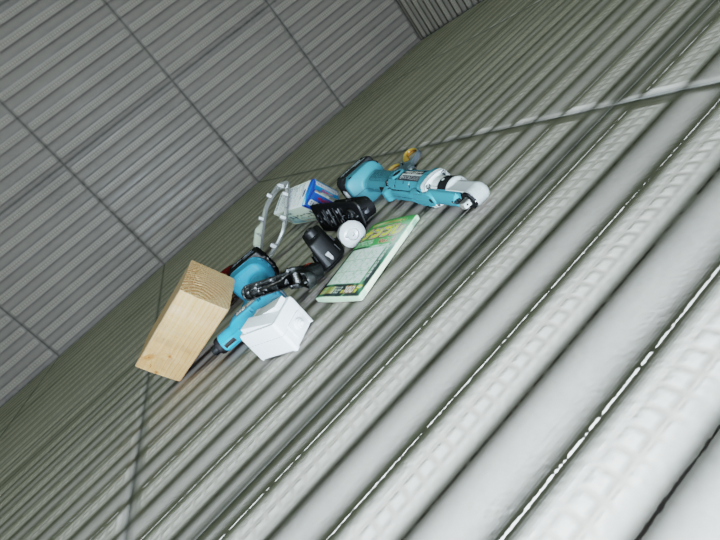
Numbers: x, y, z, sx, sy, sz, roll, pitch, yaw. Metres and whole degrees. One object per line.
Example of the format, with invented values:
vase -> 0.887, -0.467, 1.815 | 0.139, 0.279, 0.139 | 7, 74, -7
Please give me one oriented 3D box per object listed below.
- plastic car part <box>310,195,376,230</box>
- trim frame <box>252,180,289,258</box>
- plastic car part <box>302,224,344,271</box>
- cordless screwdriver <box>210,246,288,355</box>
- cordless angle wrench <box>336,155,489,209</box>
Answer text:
plastic car part -> -0.030, -0.115, 0.848 | 0.066, 0.065, 0.211 | -27, 17, -19
trim frame -> -0.234, -0.127, 1.102 | 0.187, 0.026, 0.255 | -37, 45, 45
plastic car part -> -0.077, -0.050, 0.785 | 0.066, 0.069, 0.120 | -40, 18, 1
cordless screwdriver -> -0.221, 0.054, 0.819 | 0.159, 0.071, 0.259 | -41, 26, 2
cordless angle wrench -> 0.075, -0.147, 0.734 | 0.097, 0.071, 0.441 | -43, 25, -7
